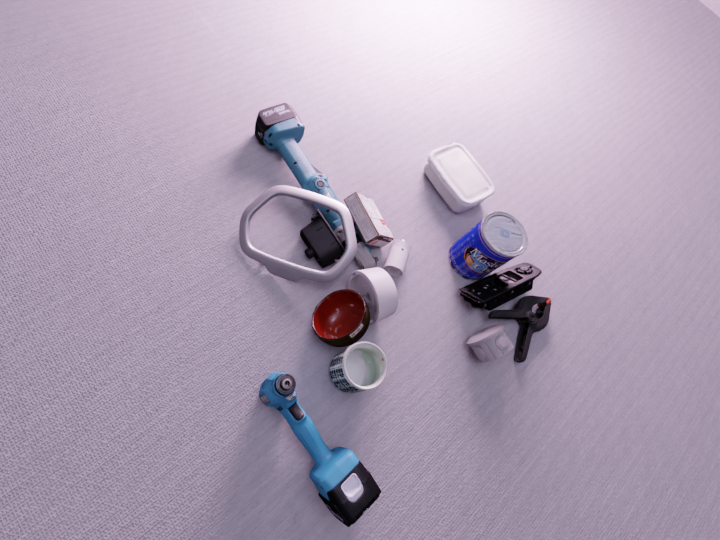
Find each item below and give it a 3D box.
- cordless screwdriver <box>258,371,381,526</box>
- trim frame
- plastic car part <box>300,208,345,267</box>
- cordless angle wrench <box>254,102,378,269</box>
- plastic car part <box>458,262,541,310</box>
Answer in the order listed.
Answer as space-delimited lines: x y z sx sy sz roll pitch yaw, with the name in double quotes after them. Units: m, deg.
-0.071 0.269 0.670 0.073 0.159 0.253 -33 80 -27 "cordless screwdriver"
-0.128 -0.072 0.851 0.253 0.027 0.185 18 83 9 "trim frame"
-0.086 -0.056 0.878 0.070 0.065 0.119 -28 78 -13 "plastic car part"
-0.094 -0.178 0.928 0.096 0.074 0.432 -27 77 -25 "cordless angle wrench"
0.314 0.040 0.924 0.199 0.070 0.065 -25 114 -21 "plastic car part"
